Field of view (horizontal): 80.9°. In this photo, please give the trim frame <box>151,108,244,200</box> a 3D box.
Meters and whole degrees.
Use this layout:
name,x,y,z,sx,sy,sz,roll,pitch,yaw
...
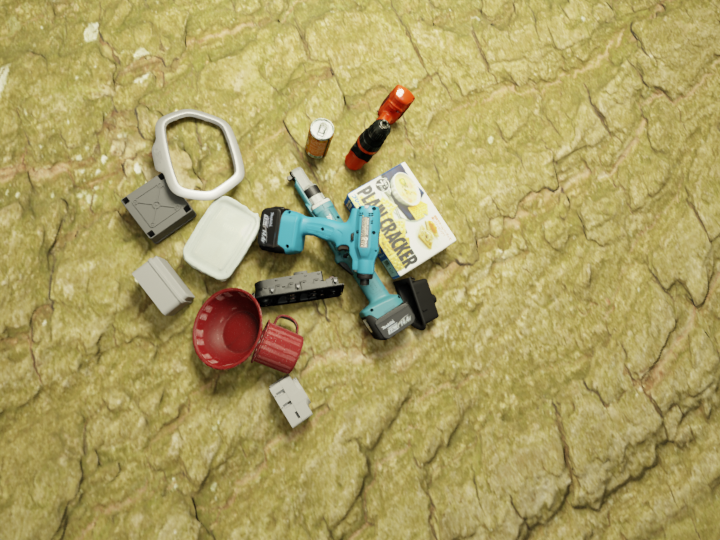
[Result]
name,x,y,z,sx,sy,sz,roll,pitch,yaw
trim frame,-0.355,-0.256,0.921,0.179,0.027,0.256,-13,69,-23

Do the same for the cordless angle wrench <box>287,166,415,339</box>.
name,x,y,z,sx,sy,sz,roll,pitch,yaw
cordless angle wrench,-0.035,-0.051,0.927,0.097,0.074,0.429,-30,82,-11

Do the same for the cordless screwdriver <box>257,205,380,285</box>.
name,x,y,z,sx,sy,sz,roll,pitch,yaw
cordless screwdriver,-0.085,-0.056,0.873,0.255,0.072,0.159,3,89,15

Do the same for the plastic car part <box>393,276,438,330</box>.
name,x,y,z,sx,sy,sz,roll,pitch,yaw
plastic car part,0.133,0.065,0.931,0.069,0.067,0.117,-20,86,-26

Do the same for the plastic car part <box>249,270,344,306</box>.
name,x,y,z,sx,sy,sz,roll,pitch,yaw
plastic car part,-0.140,0.037,0.900,0.200,0.065,0.069,-12,73,-9
